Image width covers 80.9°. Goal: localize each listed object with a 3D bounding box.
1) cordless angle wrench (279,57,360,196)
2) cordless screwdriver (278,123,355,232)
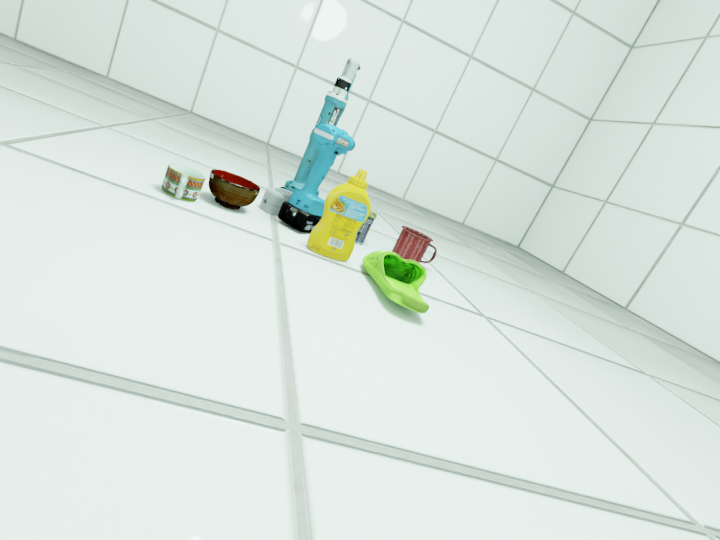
[{"bbox_3d":[-0.104,-0.360,1.138,0.093,0.421,0.079,11,20,-43],"label":"cordless angle wrench"},{"bbox_3d":[-0.092,-0.213,0.995,0.077,0.247,0.154,30,16,18],"label":"cordless screwdriver"}]
